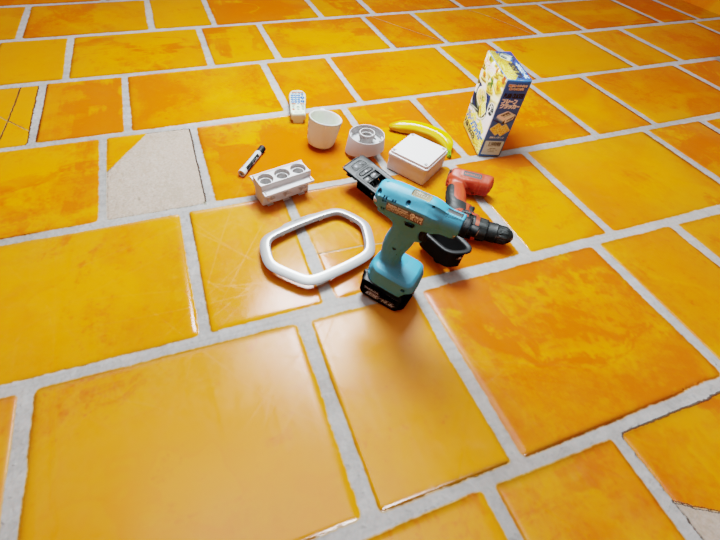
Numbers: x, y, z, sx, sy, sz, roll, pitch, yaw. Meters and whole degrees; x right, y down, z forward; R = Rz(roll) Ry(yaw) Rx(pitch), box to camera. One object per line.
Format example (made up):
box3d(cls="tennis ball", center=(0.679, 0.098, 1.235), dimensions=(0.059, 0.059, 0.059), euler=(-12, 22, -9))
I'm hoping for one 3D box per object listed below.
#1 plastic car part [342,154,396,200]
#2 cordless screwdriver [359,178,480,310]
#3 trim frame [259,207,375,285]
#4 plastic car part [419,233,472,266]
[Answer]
box3d(cls="plastic car part", center=(0.048, -0.176, 0.951), dimensions=(0.065, 0.065, 0.213), euler=(-33, 59, -29))
box3d(cls="cordless screwdriver", center=(0.087, -0.027, 0.706), dimensions=(0.165, 0.242, 0.074), euler=(28, 51, 16))
box3d(cls="trim frame", center=(-0.084, -0.055, 0.862), dimensions=(0.243, 0.027, 0.193), euler=(-27, 56, -25))
box3d(cls="plastic car part", center=(0.159, -0.049, 0.845), dimensions=(0.064, 0.069, 0.122), euler=(-22, 54, -23))
